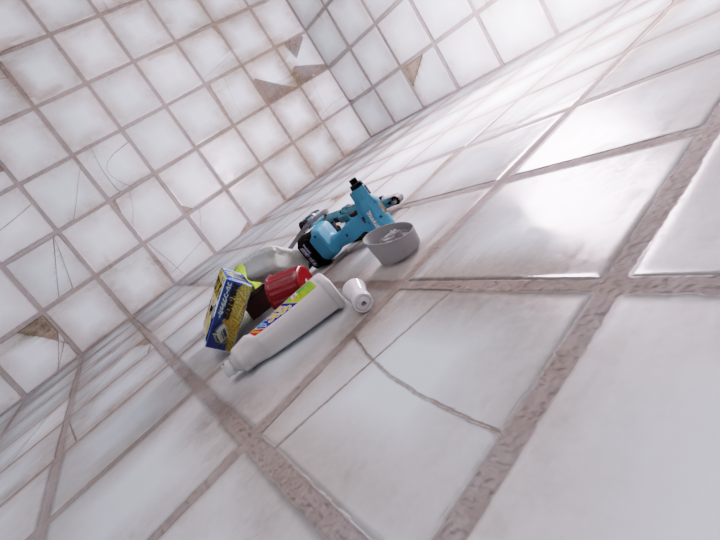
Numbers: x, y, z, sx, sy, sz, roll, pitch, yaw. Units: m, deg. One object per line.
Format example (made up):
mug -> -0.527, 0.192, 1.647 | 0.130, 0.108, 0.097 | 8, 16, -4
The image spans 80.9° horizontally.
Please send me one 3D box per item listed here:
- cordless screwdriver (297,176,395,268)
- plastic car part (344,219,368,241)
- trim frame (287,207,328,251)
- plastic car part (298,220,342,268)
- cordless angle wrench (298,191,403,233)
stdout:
cordless screwdriver -> -0.051, -0.111, 1.022 | 0.256, 0.156, 0.074 | -24, 17, 36
plastic car part -> 0.016, -0.120, 1.096 | 0.069, 0.066, 0.120 | -27, 5, -40
trim frame -> -0.172, -0.084, 1.222 | 0.249, 0.028, 0.180 | -54, -6, 17
plastic car part -> -0.119, -0.078, 1.216 | 0.200, 0.066, 0.068 | -43, 11, -34
cordless angle wrench -> -0.032, -0.175, 1.297 | 0.440, 0.072, 0.097 | -9, 29, 49
